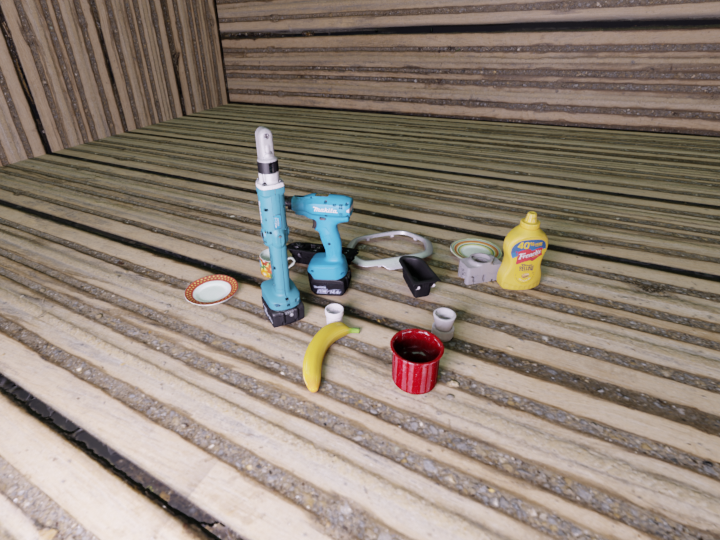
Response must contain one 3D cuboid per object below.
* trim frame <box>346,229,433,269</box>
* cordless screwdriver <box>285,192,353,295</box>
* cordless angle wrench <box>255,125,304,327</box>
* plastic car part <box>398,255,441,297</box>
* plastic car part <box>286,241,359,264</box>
[{"bbox_3d":[0.078,-0.060,1.179,0.245,0.027,0.192,-9,32,-10],"label":"trim frame"},{"bbox_3d":[-0.097,-0.064,0.993,0.163,0.242,0.075,7,30,13],"label":"cordless screwdriver"},{"bbox_3d":[-0.174,-0.078,0.860,0.072,0.411,0.103,-14,32,-24],"label":"cordless angle wrench"},{"bbox_3d":[0.132,0.021,1.001,0.065,0.069,0.122,-9,31,-12],"label":"plastic car part"},{"bbox_3d":[-0.107,-0.039,1.124,0.211,0.065,0.065,13,33,24],"label":"plastic car part"}]
